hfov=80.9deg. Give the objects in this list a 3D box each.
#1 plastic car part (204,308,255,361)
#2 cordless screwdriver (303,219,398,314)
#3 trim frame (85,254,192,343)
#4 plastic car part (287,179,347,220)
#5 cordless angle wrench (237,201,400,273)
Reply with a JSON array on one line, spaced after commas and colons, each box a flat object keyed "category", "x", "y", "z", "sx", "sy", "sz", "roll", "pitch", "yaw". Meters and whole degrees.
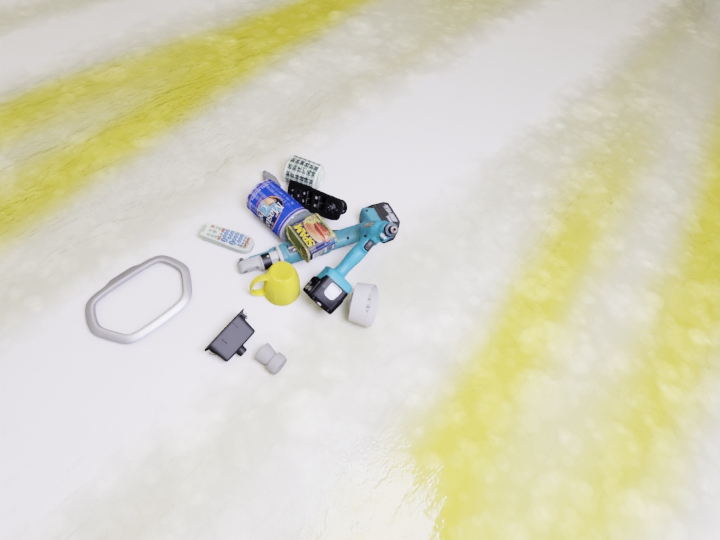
[{"category": "plastic car part", "x": -0.276, "y": 0.152, "z": 0.925, "sx": 0.071, "sy": 0.066, "sz": 0.116, "roll": 37, "pitch": 63, "yaw": -1}, {"category": "cordless screwdriver", "x": -0.017, "y": -0.017, "z": 0.962, "sx": 0.072, "sy": 0.164, "sz": 0.248, "roll": 43, "pitch": 79, "yaw": -15}, {"category": "trim frame", "x": -0.507, "y": 0.061, "z": 0.978, "sx": 0.191, "sy": 0.027, "sz": 0.245, "roll": 40, "pitch": 64, "yaw": 18}, {"category": "plastic car part", "x": -0.112, "y": -0.184, "z": 1.127, "sx": 0.215, "sy": 0.066, "sz": 0.064, "roll": 28, "pitch": 18, "yaw": 39}, {"category": "cordless angle wrench", "x": -0.105, "y": -0.069, "z": 1.077, "sx": 0.416, "sy": 0.072, "sz": 0.102, "roll": -19, "pitch": 62, "yaw": -14}]
